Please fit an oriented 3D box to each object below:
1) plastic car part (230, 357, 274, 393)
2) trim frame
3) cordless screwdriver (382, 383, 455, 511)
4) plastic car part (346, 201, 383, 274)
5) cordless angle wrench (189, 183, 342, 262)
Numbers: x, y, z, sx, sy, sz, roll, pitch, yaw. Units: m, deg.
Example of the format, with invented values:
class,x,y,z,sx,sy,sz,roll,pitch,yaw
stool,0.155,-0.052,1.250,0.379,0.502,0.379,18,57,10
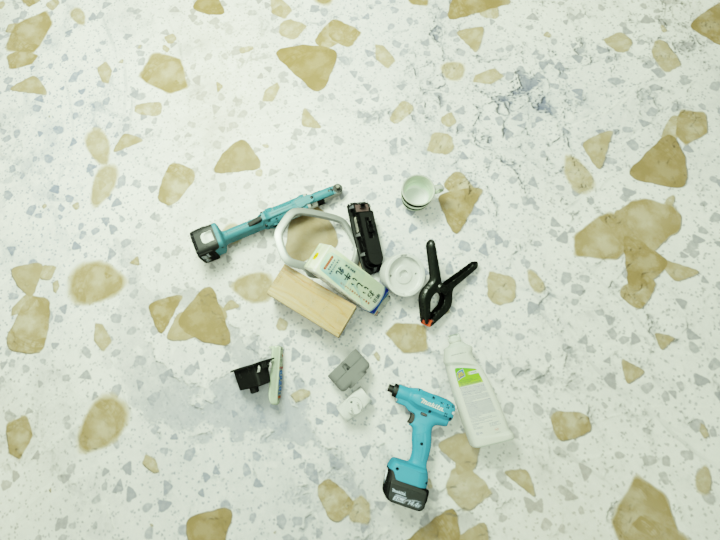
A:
class,x,y,z,sx,sy,sz,roll,pitch,yaw
plastic car part,-0.262,0.262,1.033,0.119,0.063,0.072,-28,74,36
trim frame,-0.106,-0.069,1.085,0.238,0.028,0.188,8,66,-29
cordless screwdriver,0.109,0.399,0.981,0.162,0.073,0.250,19,74,8
plastic car part,0.022,-0.091,1.114,0.064,0.068,0.206,-5,78,-26
cordless angle wrench,-0.242,-0.142,1.142,0.420,0.096,0.076,-24,78,-6
